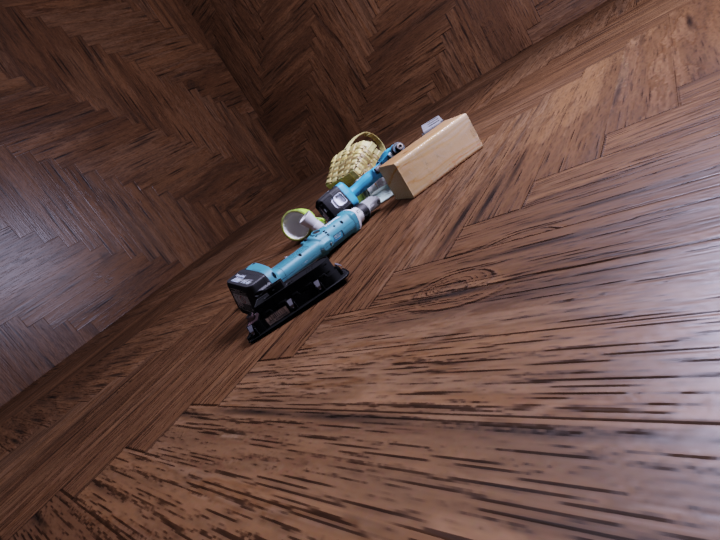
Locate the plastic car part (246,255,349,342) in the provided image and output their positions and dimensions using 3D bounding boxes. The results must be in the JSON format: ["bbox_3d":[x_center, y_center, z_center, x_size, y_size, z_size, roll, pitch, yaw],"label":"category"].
[{"bbox_3d":[-0.114,0.039,0.714,0.204,0.066,0.067,-30,8,4],"label":"plastic car part"}]

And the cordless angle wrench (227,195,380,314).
[{"bbox_3d":[-0.087,-0.057,0.895,0.103,0.072,0.416,7,38,44],"label":"cordless angle wrench"}]

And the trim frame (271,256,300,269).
[{"bbox_3d":[-0.207,0.018,0.988,0.182,0.027,0.259,-44,22,-28],"label":"trim frame"}]

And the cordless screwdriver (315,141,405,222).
[{"bbox_3d":[0.005,-0.217,1.041,0.247,0.075,0.160,-41,1,-11],"label":"cordless screwdriver"}]
